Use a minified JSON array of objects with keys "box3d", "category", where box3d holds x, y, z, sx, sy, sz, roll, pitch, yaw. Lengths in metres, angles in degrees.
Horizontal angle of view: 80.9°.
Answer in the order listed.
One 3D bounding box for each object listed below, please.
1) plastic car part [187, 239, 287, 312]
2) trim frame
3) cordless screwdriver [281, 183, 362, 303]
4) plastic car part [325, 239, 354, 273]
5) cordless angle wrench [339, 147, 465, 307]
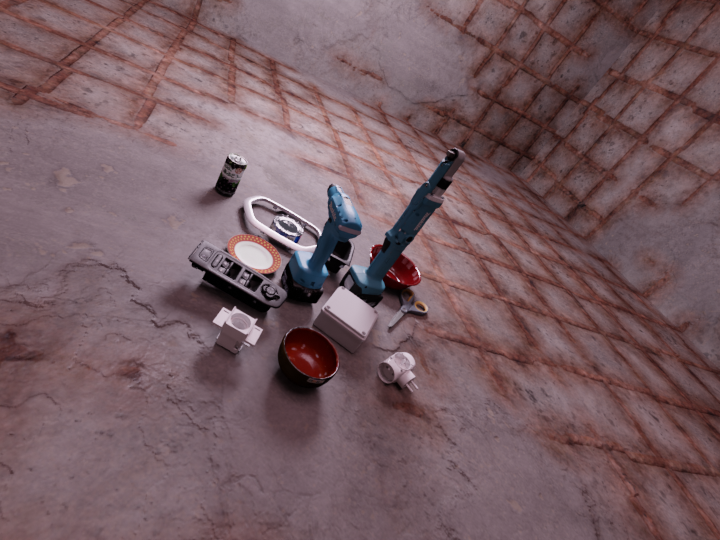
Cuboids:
[{"box3d":[-0.242,0.024,0.831,0.201,0.067,0.067,28,31,-6],"category":"plastic car part"},{"box3d":[-0.200,-0.121,1.118,0.246,0.027,0.186,28,31,-6],"category":"trim frame"},{"box3d":[-0.089,-0.058,0.907,0.071,0.248,0.166,15,35,-30],"category":"cordless screwdriver"},{"box3d":[-0.059,-0.035,1.075,0.065,0.071,0.117,30,31,-6],"category":"plastic car part"},{"box3d":[0.094,-0.085,0.935,0.093,0.423,0.078,10,38,-35],"category":"cordless angle wrench"}]
